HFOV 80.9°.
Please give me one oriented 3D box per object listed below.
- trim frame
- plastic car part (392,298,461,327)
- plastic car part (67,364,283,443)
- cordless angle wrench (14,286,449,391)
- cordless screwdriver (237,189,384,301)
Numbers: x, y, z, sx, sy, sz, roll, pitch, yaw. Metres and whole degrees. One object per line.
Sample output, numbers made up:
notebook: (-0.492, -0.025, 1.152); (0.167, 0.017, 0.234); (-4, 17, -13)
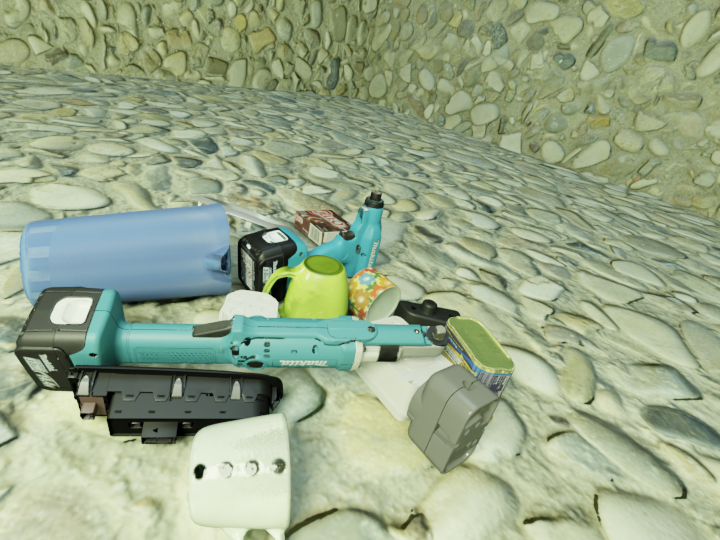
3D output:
trim frame: (-0.198, -0.092, 0.750); (0.184, 0.027, 0.249); (20, 2, -2)
plastic car part: (0.096, 0.076, 0.601); (0.116, 0.070, 0.067); (15, 26, -2)
plastic car part: (-0.171, 0.129, 0.408); (0.197, 0.065, 0.070); (3, 39, -18)
cordless angle wrench: (-0.112, 0.075, 0.448); (0.417, 0.096, 0.077); (2, 47, -8)
cordless screwdriver: (-0.065, -0.043, 0.665); (0.239, 0.156, 0.079); (-12, 37, -36)
